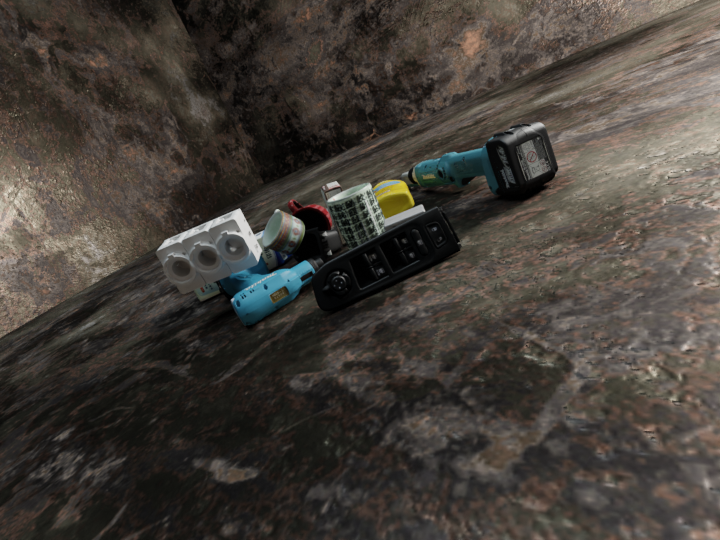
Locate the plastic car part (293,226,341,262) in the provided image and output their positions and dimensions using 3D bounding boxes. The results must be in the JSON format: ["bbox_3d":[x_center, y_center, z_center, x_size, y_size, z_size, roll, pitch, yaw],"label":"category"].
[{"bbox_3d":[-0.081,-0.053,0.826,0.069,0.065,0.121,-18,8,-31],"label":"plastic car part"}]

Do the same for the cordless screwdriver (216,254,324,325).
[{"bbox_3d":[-0.175,0.008,0.758,0.157,0.072,0.260,-32,23,-20],"label":"cordless screwdriver"}]

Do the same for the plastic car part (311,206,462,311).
[{"bbox_3d":[0.026,-0.014,0.573,0.202,0.066,0.068,-27,7,-3],"label":"plastic car part"}]

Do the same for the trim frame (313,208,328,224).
[{"bbox_3d":[-0.095,-0.137,1.066,0.179,0.027,0.259,-28,14,-38],"label":"trim frame"}]

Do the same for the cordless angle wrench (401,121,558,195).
[{"bbox_3d":[0.177,-0.192,0.808,0.073,0.096,0.437,-26,15,-14],"label":"cordless angle wrench"}]
